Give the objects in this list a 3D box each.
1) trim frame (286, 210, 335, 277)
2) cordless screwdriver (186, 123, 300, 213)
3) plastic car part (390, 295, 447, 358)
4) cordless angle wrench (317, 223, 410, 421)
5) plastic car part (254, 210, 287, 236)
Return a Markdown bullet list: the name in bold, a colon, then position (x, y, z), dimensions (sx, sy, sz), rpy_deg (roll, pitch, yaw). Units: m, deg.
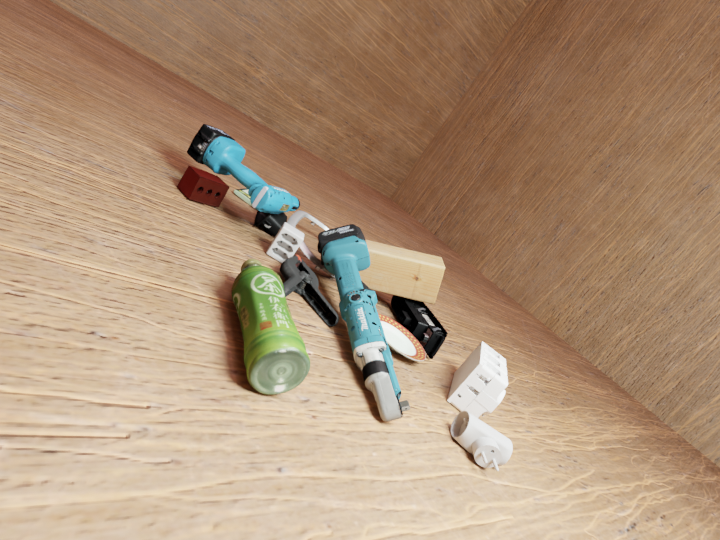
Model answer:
- **trim frame**: position (-0.097, -0.063, 0.992), dimensions (0.181, 0.028, 0.251), rpy_deg (42, 16, -10)
- **cordless screwdriver**: position (-0.242, -0.207, 0.906), dimensions (0.257, 0.074, 0.154), rpy_deg (41, 15, 16)
- **plastic car part**: position (0.112, 0.103, 0.912), dimensions (0.065, 0.066, 0.210), rpy_deg (14, 20, -15)
- **cordless angle wrench**: position (-0.002, 0.063, 0.714), dimensions (0.440, 0.098, 0.071), rpy_deg (-108, -177, -53)
- **plastic car part**: position (-0.193, -0.110, 0.949), dimensions (0.068, 0.066, 0.121), rpy_deg (44, 14, -26)
